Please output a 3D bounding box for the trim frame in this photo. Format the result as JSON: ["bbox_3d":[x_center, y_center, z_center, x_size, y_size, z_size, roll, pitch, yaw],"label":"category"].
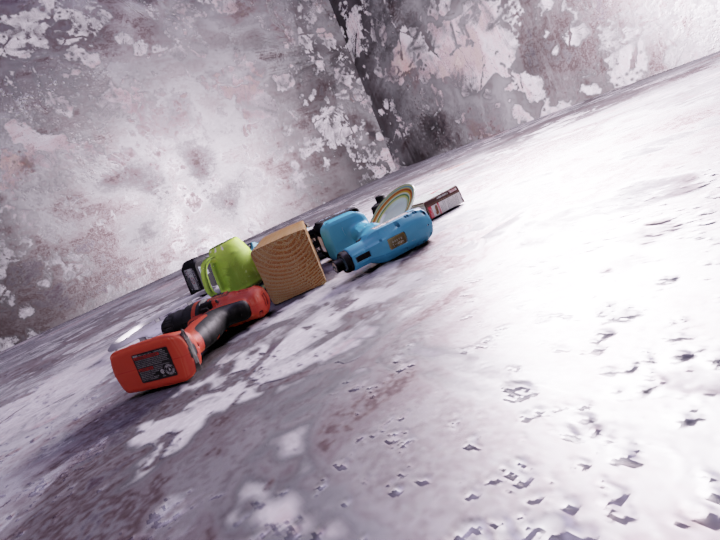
[{"bbox_3d":[-0.375,0.092,0.832,0.245,0.027,0.189,-28,12,-14],"label":"trim frame"}]

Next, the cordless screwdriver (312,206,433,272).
[{"bbox_3d":[-0.014,-0.049,0.698,0.156,0.073,0.259,-28,17,-19],"label":"cordless screwdriver"}]

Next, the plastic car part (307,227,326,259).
[{"bbox_3d":[-0.085,-0.056,0.872,0.201,0.066,0.067,-25,0,-7],"label":"plastic car part"}]

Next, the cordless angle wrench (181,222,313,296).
[{"bbox_3d":[-0.270,-0.048,1.135,0.077,0.097,0.411,-14,11,43],"label":"cordless angle wrench"}]

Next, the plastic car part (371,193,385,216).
[{"bbox_3d":[0.056,-0.131,0.911,0.068,0.070,0.114,-20,8,25],"label":"plastic car part"}]
